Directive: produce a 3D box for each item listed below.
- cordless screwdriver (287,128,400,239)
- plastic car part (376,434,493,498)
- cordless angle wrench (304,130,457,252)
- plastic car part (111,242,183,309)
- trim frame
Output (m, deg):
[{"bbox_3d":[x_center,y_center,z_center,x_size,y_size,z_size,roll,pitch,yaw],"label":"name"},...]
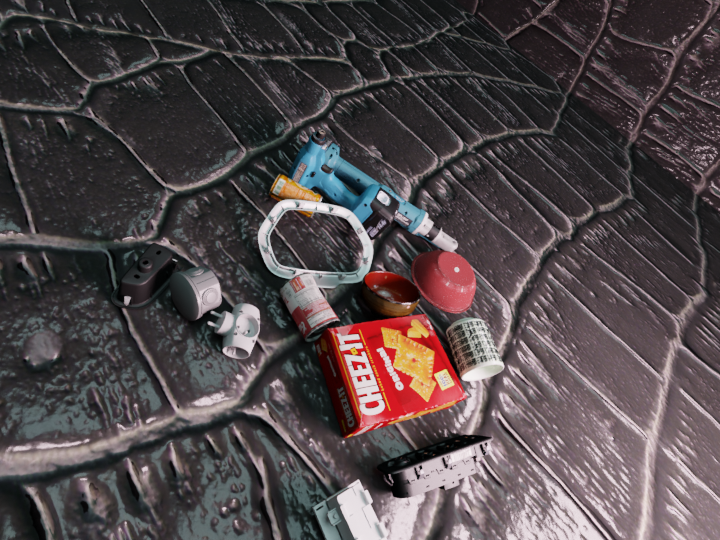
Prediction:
[{"bbox_3d":[-0.030,-0.185,0.912,0.248,0.159,0.074,34,47,-2],"label":"cordless screwdriver"},{"bbox_3d":[0.115,0.304,0.658,0.195,0.068,0.068,1,81,-28],"label":"plastic car part"},{"bbox_3d":[0.049,-0.168,0.986,0.421,0.098,0.074,33,49,-3],"label":"cordless angle wrench"},{"bbox_3d":[-0.338,0.002,0.670,0.066,0.071,0.117,28,44,-5],"label":"plastic car part"},{"bbox_3d":[-0.083,-0.054,0.844,0.239,0.028,0.188,6,69,-24],"label":"trim frame"}]
